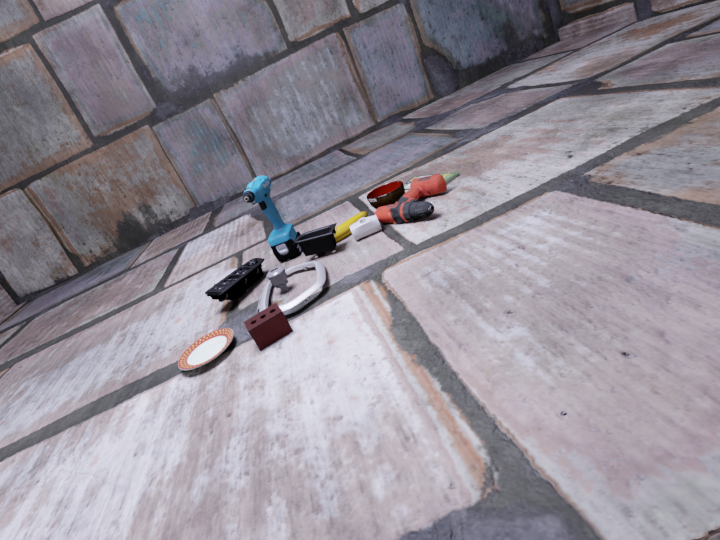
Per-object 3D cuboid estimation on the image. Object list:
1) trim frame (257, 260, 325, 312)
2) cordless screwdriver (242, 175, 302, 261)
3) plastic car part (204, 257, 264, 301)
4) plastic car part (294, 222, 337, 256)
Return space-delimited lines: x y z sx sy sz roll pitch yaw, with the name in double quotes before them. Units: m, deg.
"trim frame" -0.166 0.040 1.007 0.185 0.027 0.256 -25 23 2
"cordless screwdriver" -0.253 -0.141 1.204 0.076 0.241 0.161 -19 21 15
"plastic car part" -0.322 0.028 1.143 0.069 0.065 0.202 -11 27 33
"plastic car part" -0.111 -0.072 1.134 0.119 0.069 0.066 -17 22 20
